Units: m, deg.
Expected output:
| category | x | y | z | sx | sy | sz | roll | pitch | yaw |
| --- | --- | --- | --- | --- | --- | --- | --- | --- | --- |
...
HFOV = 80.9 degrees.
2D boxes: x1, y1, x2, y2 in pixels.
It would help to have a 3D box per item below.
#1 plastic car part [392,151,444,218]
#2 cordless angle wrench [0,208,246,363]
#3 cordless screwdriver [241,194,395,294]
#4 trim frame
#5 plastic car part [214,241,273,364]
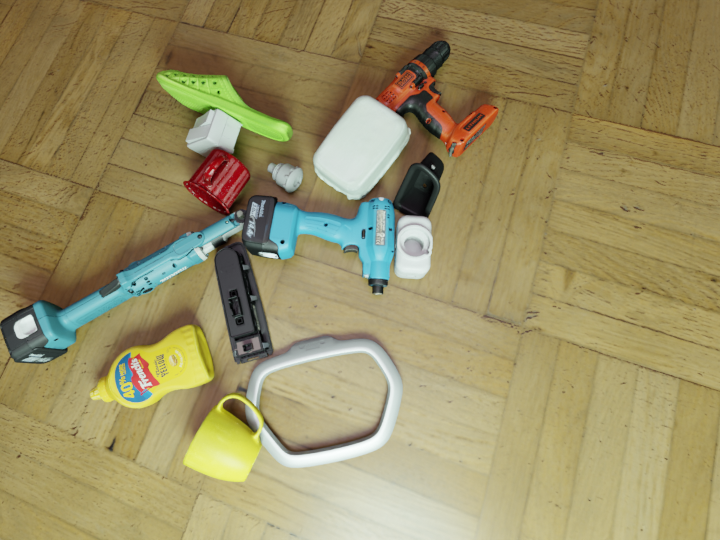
| category | x | y | z | sx | sy | sz | roll | pitch | yaw |
| --- | --- | --- | --- | --- | --- | --- | --- | --- | --- |
| plastic car part | 0.106 | -0.145 | 0.698 | 0.067 | 0.114 | 0.071 | 31 | 56 | 8 |
| cordless angle wrench | -0.371 | 0.012 | 0.712 | 0.420 | 0.096 | 0.076 | -31 | 78 | -8 |
| cordless screwdriver | -0.069 | -0.045 | 0.702 | 0.250 | 0.073 | 0.161 | 3 | 76 | 2 |
| trim frame | -0.058 | 0.198 | 0.658 | 0.249 | 0.027 | 0.188 | -15 | 75 | 3 |
| plastic car part | -0.205 | 0.046 | 0.697 | 0.067 | 0.065 | 0.208 | -19 | 72 | 5 |
